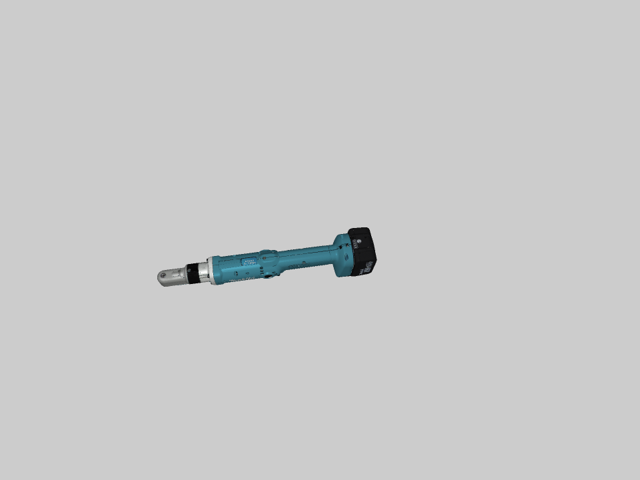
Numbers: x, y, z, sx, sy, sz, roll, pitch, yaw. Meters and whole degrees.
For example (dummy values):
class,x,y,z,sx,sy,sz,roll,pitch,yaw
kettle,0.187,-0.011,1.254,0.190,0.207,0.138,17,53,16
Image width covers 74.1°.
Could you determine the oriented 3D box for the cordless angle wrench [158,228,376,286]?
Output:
class,x,y,z,sx,sy,sz,roll,pitch,yaw
cordless angle wrench,-0.105,0.048,0.842,0.423,0.074,0.098,-7,-25,-7
